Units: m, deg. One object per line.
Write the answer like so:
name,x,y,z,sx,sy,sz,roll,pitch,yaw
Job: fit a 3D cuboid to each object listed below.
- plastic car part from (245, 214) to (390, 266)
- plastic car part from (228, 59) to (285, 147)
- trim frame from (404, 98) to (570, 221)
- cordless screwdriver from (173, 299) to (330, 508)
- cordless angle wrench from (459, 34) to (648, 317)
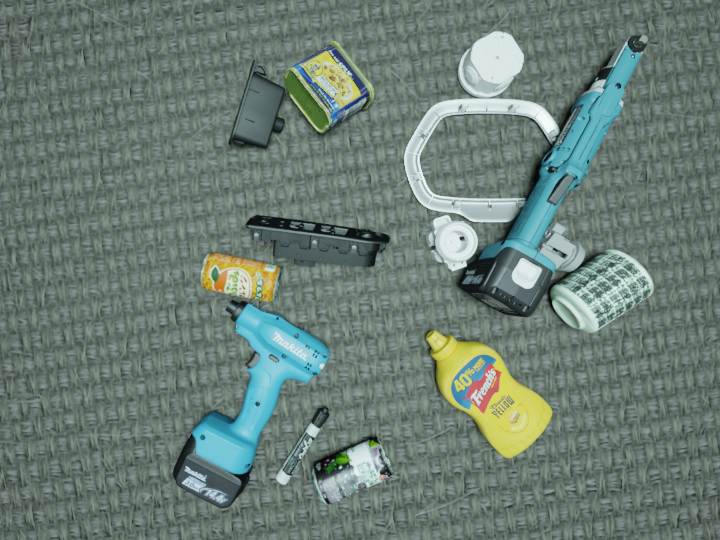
plastic car part,-0.059,-0.038,0.598,0.203,0.067,0.066,3,99,0
plastic car part,-0.143,-0.227,0.610,0.069,0.068,0.116,14,92,-17
trim frame,0.189,-0.162,0.621,0.248,0.027,0.184,1,89,-2
cordless screwdriver,-0.171,0.174,0.587,0.159,0.074,0.249,32,84,0
cordless angle wrench,0.277,-0.139,0.573,0.074,0.098,0.423,31,84,-3
